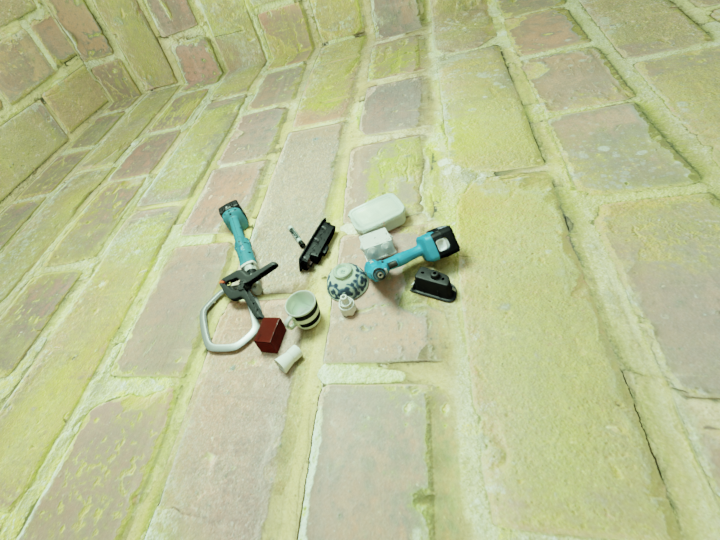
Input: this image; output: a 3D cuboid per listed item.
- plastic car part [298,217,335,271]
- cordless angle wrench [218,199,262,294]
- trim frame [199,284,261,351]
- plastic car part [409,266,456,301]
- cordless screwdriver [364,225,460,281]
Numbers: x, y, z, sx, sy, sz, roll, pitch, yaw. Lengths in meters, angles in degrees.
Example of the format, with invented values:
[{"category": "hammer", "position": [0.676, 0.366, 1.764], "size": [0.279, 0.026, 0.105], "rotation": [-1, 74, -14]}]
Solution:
[{"category": "plastic car part", "position": [-0.128, -0.083, 1.305], "size": [0.069, 0.064, 0.205], "rotation": [9, 51, 15]}, {"category": "cordless angle wrench", "position": [-0.385, -0.078, 1.388], "size": [0.074, 0.093, 0.445], "rotation": [-28, 47, -3]}, {"category": "trim frame", "position": [-0.377, 0.135, 1.224], "size": [0.183, 0.026, 0.262], "rotation": [-29, 43, -5]}, {"category": "plastic car part", "position": [0.185, 0.027, 1.067], "size": [0.123, 0.067, 0.066], "rotation": [16, 57, 36]}, {"category": "cordless screwdriver", "position": [0.131, -0.036, 1.100], "size": [0.249, 0.074, 0.160], "rotation": [-23, 7, 0]}]
